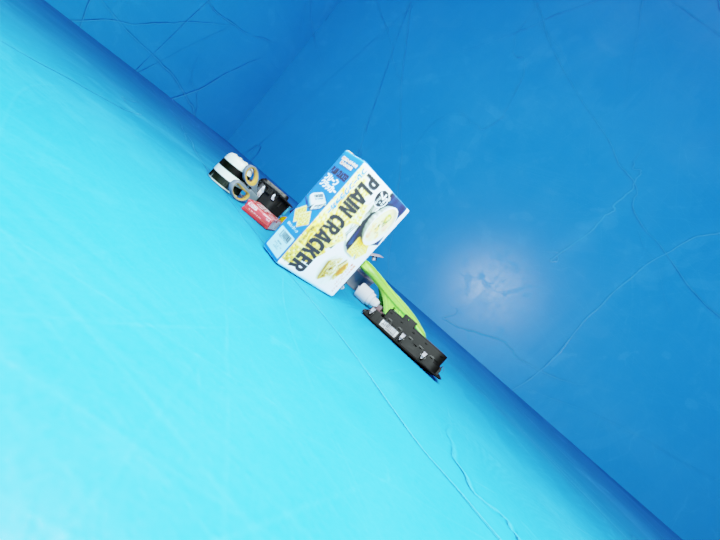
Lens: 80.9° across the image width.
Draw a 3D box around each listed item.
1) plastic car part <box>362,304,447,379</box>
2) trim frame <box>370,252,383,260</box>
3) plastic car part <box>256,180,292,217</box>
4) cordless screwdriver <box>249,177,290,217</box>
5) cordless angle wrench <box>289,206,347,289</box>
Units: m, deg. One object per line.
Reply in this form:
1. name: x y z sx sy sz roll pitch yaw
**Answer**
1. plastic car part: 0.098 0.137 0.874 0.211 0.067 0.064 45 -2 20
2. trim frame: -0.044 -0.053 1.233 0.194 0.027 0.236 12 4 42
3. plastic car part: -0.217 -0.158 1.039 0.068 0.071 0.112 40 -5 17
4. cordless screwdriver: -0.278 -0.220 1.222 0.157 0.074 0.252 40 0 -8
5. cordless angle wrench: -0.100 -0.065 1.022 0.440 0.074 0.095 -126 -161 -63
